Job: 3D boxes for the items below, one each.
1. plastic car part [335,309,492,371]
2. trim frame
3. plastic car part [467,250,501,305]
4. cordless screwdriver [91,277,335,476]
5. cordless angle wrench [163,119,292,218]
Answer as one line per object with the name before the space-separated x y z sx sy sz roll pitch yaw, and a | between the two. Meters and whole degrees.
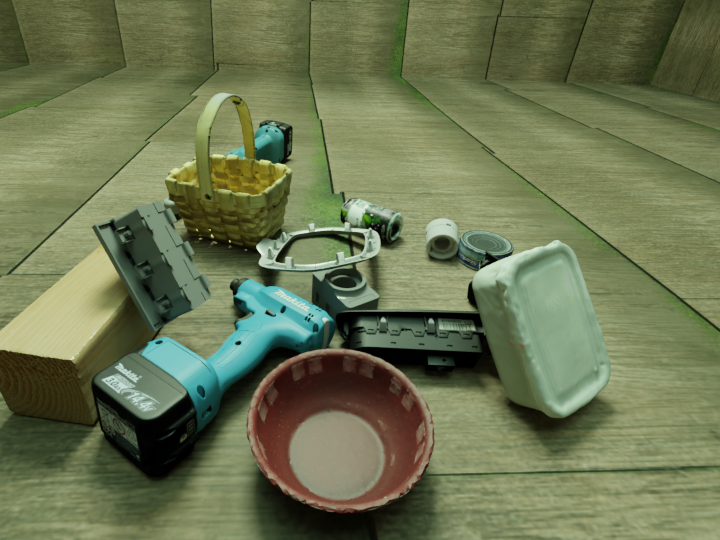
plastic car part | 0.070 0.083 0.494 0.204 0.064 0.068 6 57 2
trim frame | -0.063 -0.041 0.645 0.186 0.027 0.251 -5 19 6
plastic car part | 0.193 0.039 0.573 0.070 0.063 0.123 -28 45 -19
cordless screwdriver | -0.160 0.083 0.461 0.167 0.073 0.242 23 34 28
cordless angle wrench | -0.278 -0.227 0.923 0.076 0.095 0.421 17 38 13
